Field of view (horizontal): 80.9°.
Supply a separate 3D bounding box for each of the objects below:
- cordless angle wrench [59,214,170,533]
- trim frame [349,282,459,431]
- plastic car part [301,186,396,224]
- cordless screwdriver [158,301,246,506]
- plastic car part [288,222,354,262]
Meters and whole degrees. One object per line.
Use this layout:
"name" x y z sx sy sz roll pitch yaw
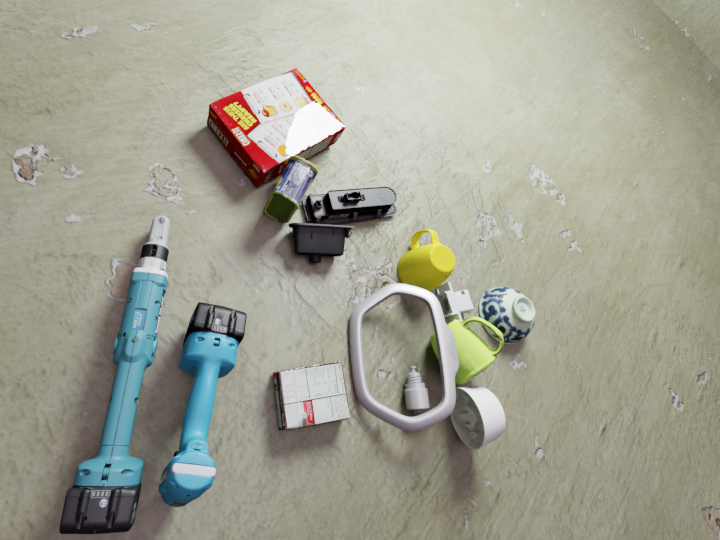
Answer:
"cordless angle wrench" -0.314 0.109 0.590 0.072 0.098 0.434 8 63 -19
"trim frame" 0.075 0.143 0.729 0.185 0.027 0.255 -7 68 3
"plastic car part" -0.011 -0.136 0.830 0.196 0.067 0.068 -8 67 -28
"cordless screwdriver" -0.224 0.180 0.583 0.072 0.160 0.257 16 49 -23
"plastic car part" -0.075 -0.049 0.771 0.113 0.067 0.071 -1 85 -20
